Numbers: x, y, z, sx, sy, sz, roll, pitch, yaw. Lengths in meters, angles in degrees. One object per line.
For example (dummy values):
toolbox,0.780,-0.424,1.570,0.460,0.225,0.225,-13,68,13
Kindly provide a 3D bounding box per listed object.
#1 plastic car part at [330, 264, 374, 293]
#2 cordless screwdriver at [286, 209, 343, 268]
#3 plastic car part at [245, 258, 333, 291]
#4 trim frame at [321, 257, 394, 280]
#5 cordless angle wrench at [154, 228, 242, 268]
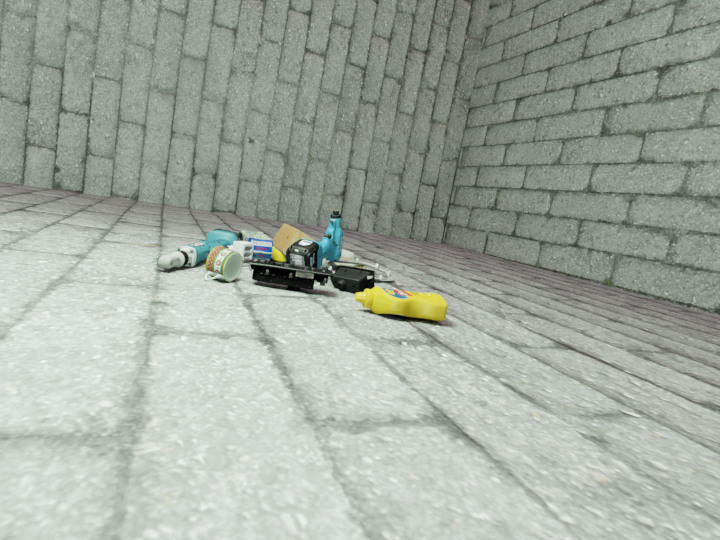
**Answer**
plastic car part,-0.029,0.029,1.088,0.122,0.065,0.069,10,21,29
cordless screwdriver,-0.119,-0.078,1.212,0.077,0.156,0.244,13,22,20
plastic car part,-0.170,0.010,0.993,0.202,0.066,0.067,13,14,-3
trim frame,-0.010,-0.004,1.332,0.239,0.027,0.193,6,19,-26
cordless angle wrench,-0.431,-0.056,1.155,0.099,0.074,0.423,10,11,1
